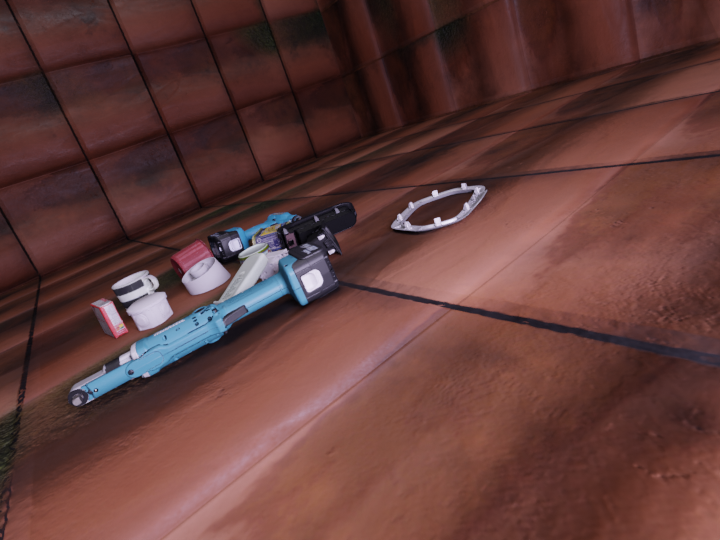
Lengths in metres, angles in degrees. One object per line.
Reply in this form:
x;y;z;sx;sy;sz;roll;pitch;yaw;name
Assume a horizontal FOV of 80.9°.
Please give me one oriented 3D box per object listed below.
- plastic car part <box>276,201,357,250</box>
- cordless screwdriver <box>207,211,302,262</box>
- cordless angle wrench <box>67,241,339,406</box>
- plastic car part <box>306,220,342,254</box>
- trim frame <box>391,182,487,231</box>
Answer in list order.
-0.092;-0.104;1.001;0.200;0.064;0.070;-27;29;-16;plastic car part
-0.286;-0.102;1.172;0.242;0.073;0.167;-30;21;-34;cordless screwdriver
-0.236;0.084;0.655;0.417;0.072;0.102;-29;20;-15;cordless angle wrench
-0.087;-0.057;0.890;0.071;0.064;0.119;-35;16;1;plastic car part
0.166;-0.134;0.876;0.192;0.027;0.244;-6;23;33;trim frame
